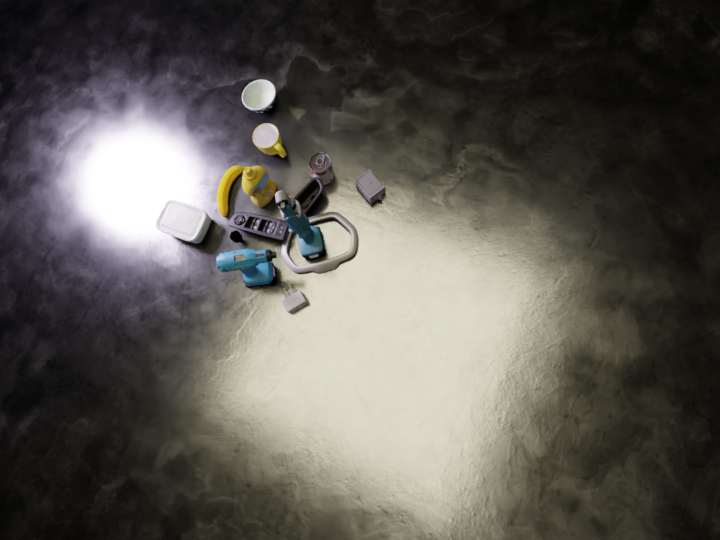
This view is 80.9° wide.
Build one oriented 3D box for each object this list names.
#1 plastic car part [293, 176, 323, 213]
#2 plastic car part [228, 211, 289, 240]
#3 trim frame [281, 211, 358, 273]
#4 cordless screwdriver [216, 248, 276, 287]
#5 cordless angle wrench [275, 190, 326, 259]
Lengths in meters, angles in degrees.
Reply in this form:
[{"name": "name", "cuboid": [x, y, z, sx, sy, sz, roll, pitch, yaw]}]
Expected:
[{"name": "plastic car part", "cuboid": [-0.157, -0.232, 1.344, 0.068, 0.069, 0.116, 39, 84, 14]}, {"name": "plastic car part", "cuboid": [-0.319, -0.140, 1.347, 0.208, 0.065, 0.067, 15, 79, 12]}, {"name": "trim frame", "cuboid": [-0.129, -0.084, 1.321, 0.250, 0.027, 0.189, -18, 73, 4]}, {"name": "cordless screwdriver", "cuboid": [-0.294, -0.010, 1.215, 0.161, 0.242, 0.076, -8, 77, 4]}, {"name": "cordless angle wrench", "cuboid": [-0.164, -0.124, 1.136, 0.075, 0.412, 0.100, -14, 77, 1]}]
